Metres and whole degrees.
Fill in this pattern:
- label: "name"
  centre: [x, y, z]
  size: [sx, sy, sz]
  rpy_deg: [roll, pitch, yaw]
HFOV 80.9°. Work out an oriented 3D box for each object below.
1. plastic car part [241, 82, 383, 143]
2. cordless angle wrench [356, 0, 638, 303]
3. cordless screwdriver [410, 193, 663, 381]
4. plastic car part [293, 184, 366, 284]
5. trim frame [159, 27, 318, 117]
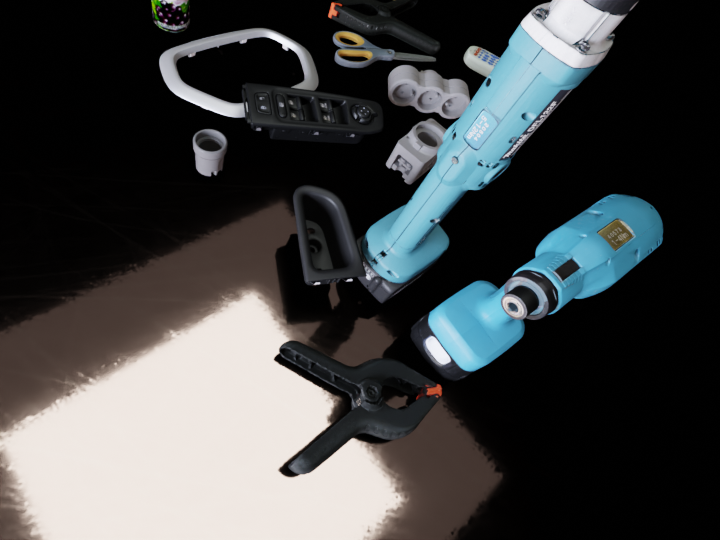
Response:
- label: "plastic car part"
  centre: [-0.062, -0.206, 0.585]
  size: [0.197, 0.067, 0.068]
  rpy_deg: [-5, 63, -19]
- label: "cordless angle wrench"
  centre: [0.096, -0.099, 0.352]
  size: [0.096, 0.421, 0.076]
  rpy_deg: [-31, 77, -32]
- label: "cordless screwdriver"
  centre: [0.124, 0.037, 0.381]
  size: [0.155, 0.248, 0.076]
  rpy_deg: [-27, 74, -30]
- label: "plastic car part"
  centre: [-0.047, -0.031, 0.480]
  size: [0.064, 0.070, 0.120]
  rpy_deg: [-5, 62, -21]
- label: "trim frame"
  centre: [-0.174, -0.304, 0.636]
  size: [0.244, 0.027, 0.189]
  rpy_deg: [-37, 75, -31]
